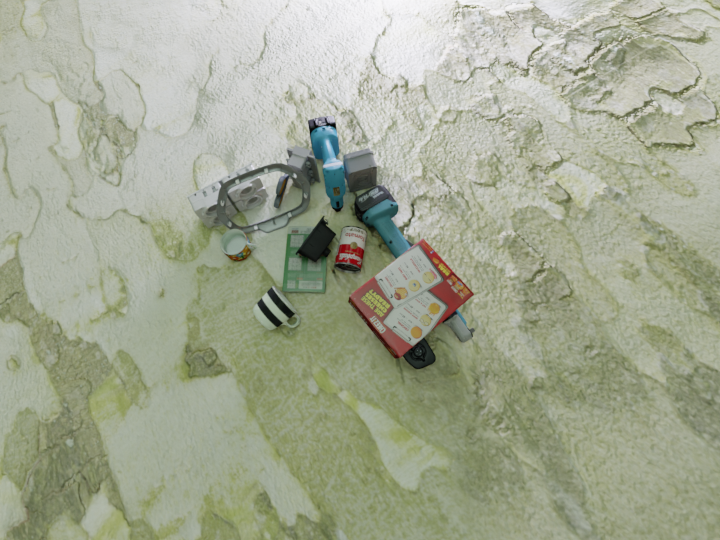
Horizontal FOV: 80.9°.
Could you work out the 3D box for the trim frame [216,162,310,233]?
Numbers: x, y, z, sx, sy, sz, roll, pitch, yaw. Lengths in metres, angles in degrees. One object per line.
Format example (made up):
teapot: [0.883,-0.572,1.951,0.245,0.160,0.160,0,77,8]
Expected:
trim frame: [-0.245,-0.175,1.074,0.248,0.176,0.029,-20,42,-1]

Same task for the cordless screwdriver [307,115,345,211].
cordless screwdriver: [-0.083,-0.287,1.127,0.074,0.153,0.259,-11,53,-4]

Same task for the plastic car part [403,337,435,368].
plastic car part: [0.087,0.132,0.959,0.065,0.066,0.209,-31,72,-15]

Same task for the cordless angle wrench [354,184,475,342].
cordless angle wrench: [0.127,-0.016,1.015,0.097,0.072,0.437,-30,70,-6]

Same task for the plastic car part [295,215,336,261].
plastic car part: [-0.103,-0.068,1.058,0.071,0.066,0.116,32,76,-2]
